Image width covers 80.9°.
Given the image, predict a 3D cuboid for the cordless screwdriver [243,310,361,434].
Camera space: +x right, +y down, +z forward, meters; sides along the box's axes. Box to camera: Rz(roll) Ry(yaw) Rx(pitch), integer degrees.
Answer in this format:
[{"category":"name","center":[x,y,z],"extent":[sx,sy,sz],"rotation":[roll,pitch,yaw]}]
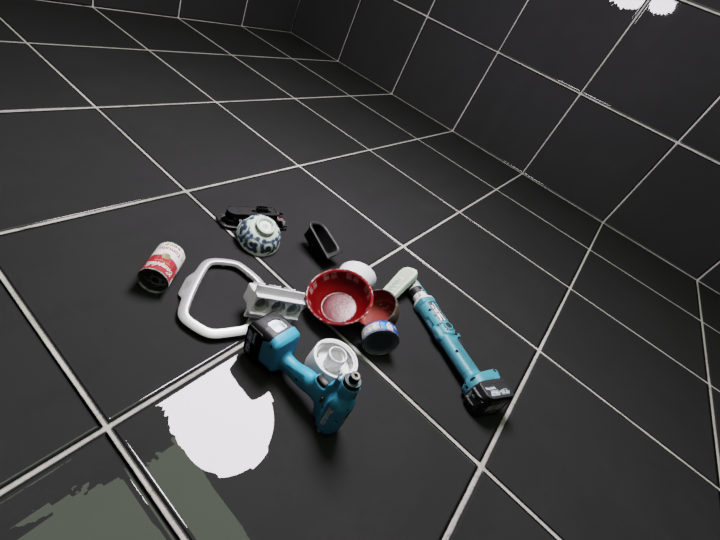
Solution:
[{"category":"cordless screwdriver","center":[-0.110,0.175,0.800],"extent":[0.259,0.158,0.072],"rotation":[40,37,23]}]

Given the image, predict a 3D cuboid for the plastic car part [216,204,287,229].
[{"category":"plastic car part","center":[-0.300,-0.151,1.193],"extent":[0.195,0.067,0.069],"rotation":[-6,53,-32]}]

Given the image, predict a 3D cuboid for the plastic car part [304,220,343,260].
[{"category":"plastic car part","center":[-0.116,-0.076,1.189],"extent":[0.064,0.072,0.119],"rotation":[-20,71,-47]}]

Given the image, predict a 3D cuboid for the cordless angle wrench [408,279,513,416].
[{"category":"cordless angle wrench","center":[0.216,0.160,1.087],"extent":[0.094,0.074,0.445],"rotation":[2,39,-30]}]

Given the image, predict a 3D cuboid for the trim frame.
[{"category":"trim frame","center":[-0.309,0.057,0.948],"extent":[0.181,0.027,0.255],"rotation":[17,38,-12]}]
